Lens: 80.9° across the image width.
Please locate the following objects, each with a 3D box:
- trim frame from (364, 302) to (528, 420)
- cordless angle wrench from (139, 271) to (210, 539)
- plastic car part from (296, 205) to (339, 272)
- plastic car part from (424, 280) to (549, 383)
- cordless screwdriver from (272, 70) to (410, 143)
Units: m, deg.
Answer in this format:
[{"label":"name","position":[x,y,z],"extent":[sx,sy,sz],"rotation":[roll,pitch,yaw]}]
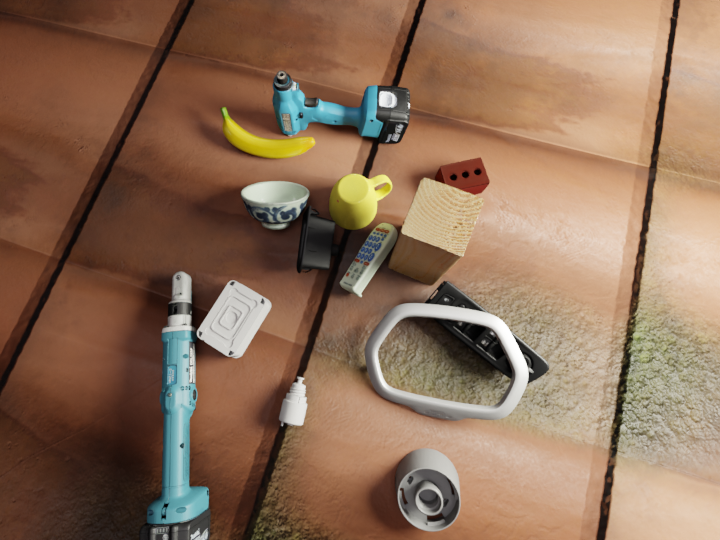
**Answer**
[{"label":"trim frame","position":[0.129,0.147,0.670],"extent":[0.255,0.027,0.184],"rotation":[5,91,16]},{"label":"cordless angle wrench","position":[-0.293,0.205,0.683],"extent":[0.075,0.095,0.433],"rotation":[-8,71,2]},{"label":"plastic car part","position":[-0.074,-0.048,0.756],"extent":[0.070,0.066,0.118],"rotation":[6,78,-12]},{"label":"plastic car part","position":[0.202,0.100,0.687],"extent":[0.209,0.065,0.066],"rotation":[40,104,15]},{"label":"cordless screwdriver","position":[-0.036,-0.300,0.769],"extent":[0.250,0.156,0.075],"rotation":[4,77,2]}]
